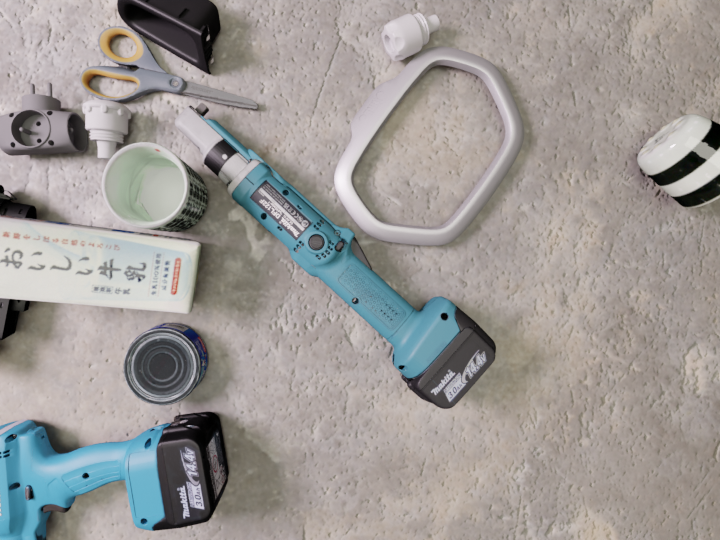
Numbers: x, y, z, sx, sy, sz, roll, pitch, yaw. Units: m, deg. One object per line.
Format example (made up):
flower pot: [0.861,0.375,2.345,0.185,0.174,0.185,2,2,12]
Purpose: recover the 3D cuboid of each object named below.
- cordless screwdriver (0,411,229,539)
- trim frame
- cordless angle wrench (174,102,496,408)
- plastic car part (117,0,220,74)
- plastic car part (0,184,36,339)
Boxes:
cordless screwdriver: [-0.270,0.238,0.448,0.249,0.074,0.159,-5,90,2]
trim frame: [0.080,-0.143,0.492,0.183,0.027,0.248,35,89,-2]
cordless angle wrench: [-0.045,-0.030,0.465,0.425,0.074,0.098,42,87,2]
plastic car part: [-0.206,-0.289,0.475,0.117,0.066,0.071,32,73,1]
plastic car part: [-0.393,0.007,0.456,0.066,0.068,0.203,6,88,-14]
